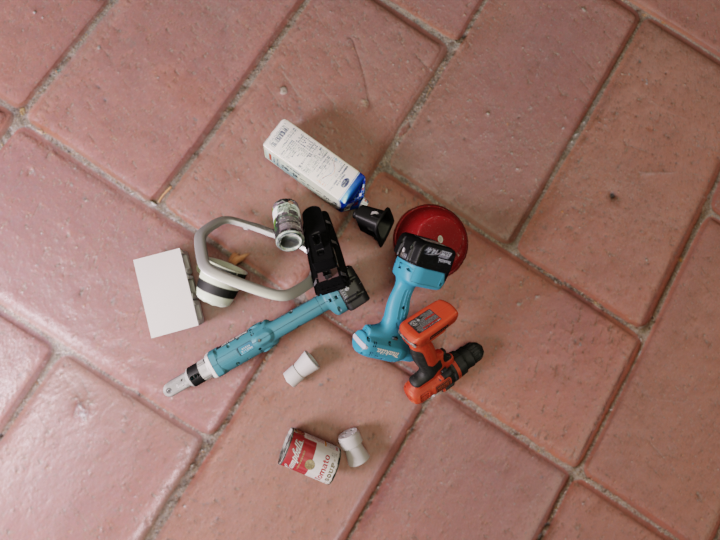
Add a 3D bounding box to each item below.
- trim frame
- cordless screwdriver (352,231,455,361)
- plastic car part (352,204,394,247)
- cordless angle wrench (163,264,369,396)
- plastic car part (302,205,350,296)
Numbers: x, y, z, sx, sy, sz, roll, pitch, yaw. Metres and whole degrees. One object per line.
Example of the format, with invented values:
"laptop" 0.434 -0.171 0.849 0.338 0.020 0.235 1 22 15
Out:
"trim frame" -0.192 -0.028 0.797 0.248 0.027 0.187 17 44 -2
"cordless screwdriver" 0.099 0.061 0.803 0.152 0.078 0.248 19 100 -30
"plastic car part" 0.020 -0.100 0.838 0.074 0.112 0.066 23 83 18
"cordless angle wrench" -0.185 0.125 0.806 0.422 0.098 0.074 -30 93 -3
"plastic car part" -0.078 -0.051 0.798 0.067 0.063 0.212 -24 46 8
